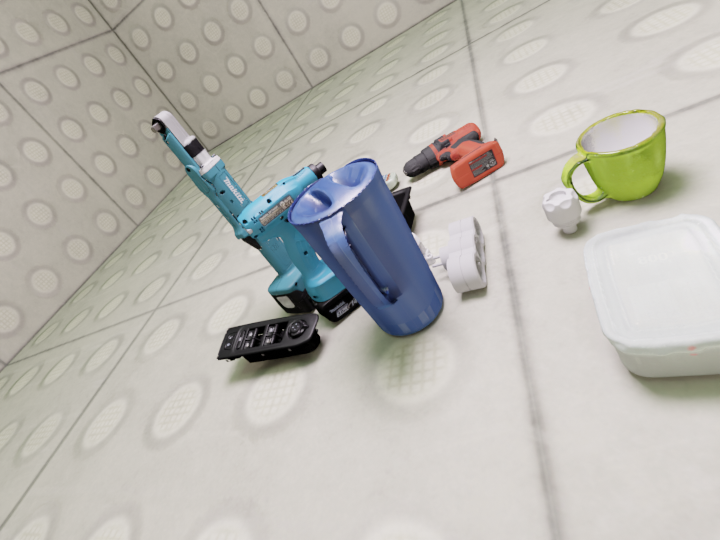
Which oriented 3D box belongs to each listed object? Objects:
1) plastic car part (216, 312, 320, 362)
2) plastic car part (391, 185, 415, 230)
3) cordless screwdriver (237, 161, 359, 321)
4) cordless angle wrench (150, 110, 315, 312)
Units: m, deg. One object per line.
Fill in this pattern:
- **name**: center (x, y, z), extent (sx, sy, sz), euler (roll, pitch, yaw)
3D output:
- **plastic car part**: center (-0.150, 0.124, 0.722), extent (0.209, 0.064, 0.067), euler (-18, 33, 29)
- **plastic car part**: center (0.072, -0.095, 0.794), extent (0.068, 0.068, 0.118), euler (-19, 33, 28)
- **cordless screwdriver**: center (-0.068, -0.045, 0.699), extent (0.158, 0.238, 0.078), euler (-40, 27, -8)
- **cordless angle wrench**: center (-0.204, -0.093, 0.740), extent (0.077, 0.405, 0.098), euler (-11, 36, 40)
